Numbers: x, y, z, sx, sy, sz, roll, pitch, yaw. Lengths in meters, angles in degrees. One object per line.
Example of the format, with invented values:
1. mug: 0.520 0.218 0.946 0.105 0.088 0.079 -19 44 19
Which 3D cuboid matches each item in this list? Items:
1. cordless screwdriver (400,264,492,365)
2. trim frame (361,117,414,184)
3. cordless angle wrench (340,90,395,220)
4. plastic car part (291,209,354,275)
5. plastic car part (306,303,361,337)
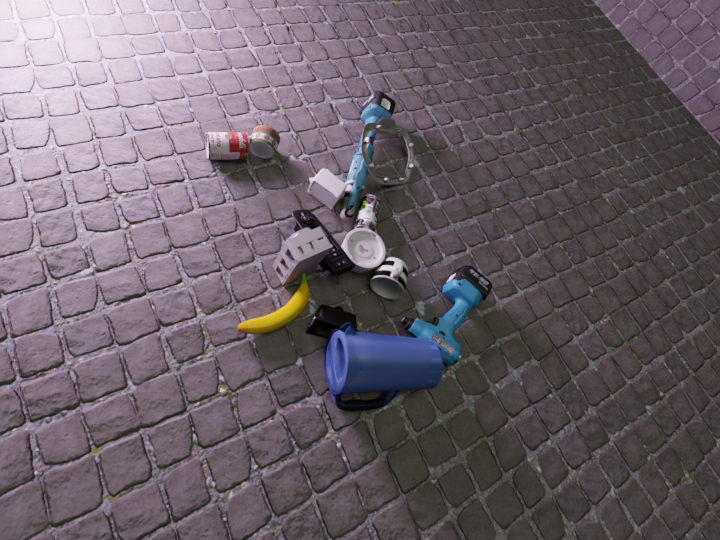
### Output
1. cordless screwdriver: 0.215 0.092 1.057 0.160 0.074 0.248 36 63 0
2. trim frame: 0.083 -0.333 1.187 0.238 0.029 0.183 -10 94 -45
3. cordless angle wrench: 0.008 -0.320 1.188 0.071 0.100 0.428 26 63 -23
4. plastic car part: -0.100 -0.066 1.026 0.064 0.067 0.210 -24 68 -32
5. plastic car part: -0.058 0.114 0.966 0.113 0.066 0.073 15 48 -16
